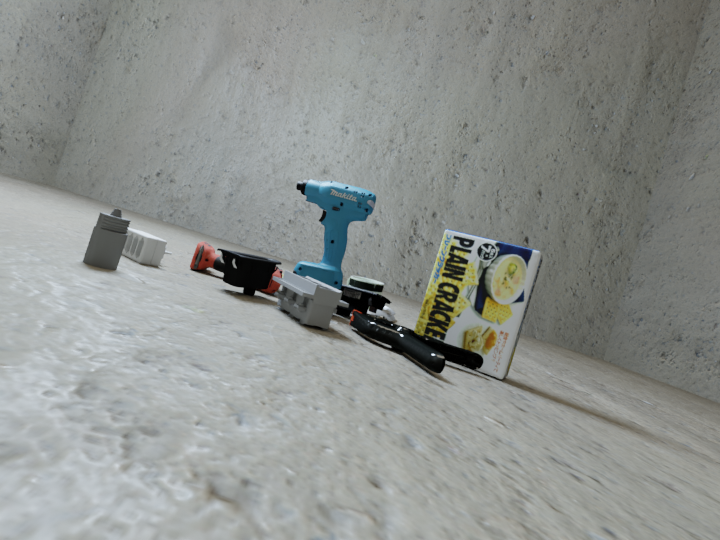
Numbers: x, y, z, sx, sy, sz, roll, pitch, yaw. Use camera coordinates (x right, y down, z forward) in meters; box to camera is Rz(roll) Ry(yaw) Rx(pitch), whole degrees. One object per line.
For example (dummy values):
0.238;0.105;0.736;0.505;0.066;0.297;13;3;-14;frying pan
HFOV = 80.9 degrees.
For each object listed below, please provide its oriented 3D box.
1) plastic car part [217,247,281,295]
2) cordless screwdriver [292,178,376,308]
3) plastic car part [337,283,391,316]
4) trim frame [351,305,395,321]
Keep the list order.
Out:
-0.191;0.007;0.732;0.070;0.071;0.110;17;0;38;plastic car part
-0.080;-0.052;0.819;0.164;0.249;0.072;17;-1;16;cordless screwdriver
-0.042;0.054;0.875;0.214;0.067;0.063;18;0;34;plastic car part
-0.003;0.086;1.049;0.192;0.027;0.238;18;0;21;trim frame
